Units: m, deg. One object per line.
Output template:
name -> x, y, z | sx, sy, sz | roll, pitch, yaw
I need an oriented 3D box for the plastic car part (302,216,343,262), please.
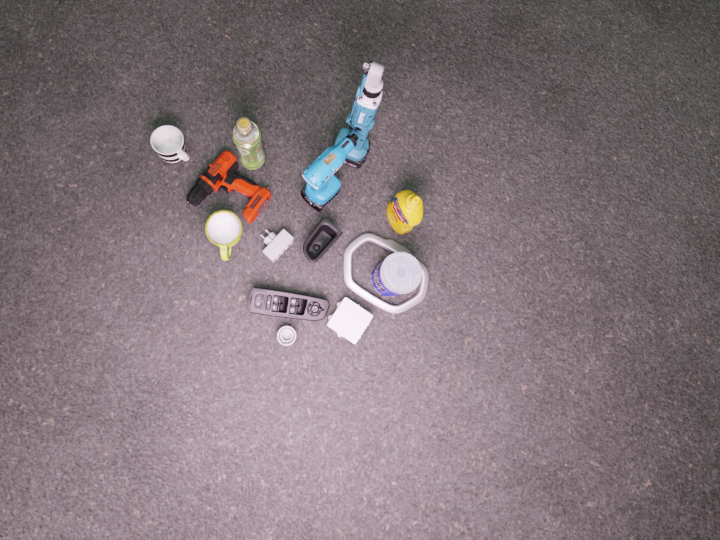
plastic car part -> -0.110, -0.072, 1.125 | 0.066, 0.071, 0.116 | 38, 80, 0

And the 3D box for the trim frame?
trim frame -> 0.068, 0.006, 1.143 | 0.250, 0.027, 0.184 | 30, 79, 2

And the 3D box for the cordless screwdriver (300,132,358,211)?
cordless screwdriver -> -0.079, -0.245, 1.069 | 0.075, 0.249, 0.158 | 43, 79, -1

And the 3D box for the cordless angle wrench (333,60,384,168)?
cordless angle wrench -> 0.002, -0.360, 1.006 | 0.097, 0.423, 0.074 | 23, 80, -5

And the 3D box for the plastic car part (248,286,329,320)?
plastic car part -> -0.183, 0.090, 1.093 | 0.202, 0.067, 0.067 | 8, 81, -2
